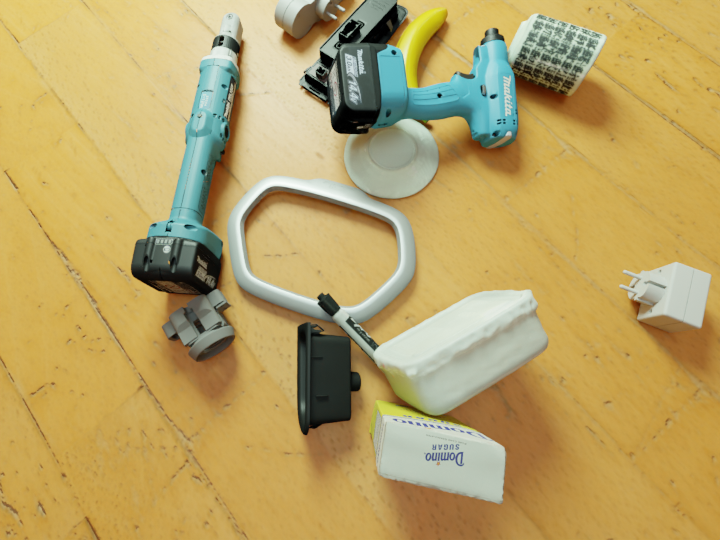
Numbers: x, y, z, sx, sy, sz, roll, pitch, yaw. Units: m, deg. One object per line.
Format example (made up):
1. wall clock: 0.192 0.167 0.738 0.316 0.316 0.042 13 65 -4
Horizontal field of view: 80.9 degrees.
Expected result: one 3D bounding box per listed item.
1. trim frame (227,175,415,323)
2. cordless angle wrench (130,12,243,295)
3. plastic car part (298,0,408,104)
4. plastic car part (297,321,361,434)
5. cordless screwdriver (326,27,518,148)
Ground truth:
1. trim frame: -0.053 -0.035 0.541 0.253 0.027 0.185 16 75 10
2. cordless angle wrench: -0.204 -0.182 0.565 0.075 0.095 0.430 2 70 4
3. plastic car part: -0.007 -0.341 0.617 0.069 0.065 0.202 35 75 17
4. plastic car part: -0.036 0.119 0.479 0.069 0.066 0.118 -1 76 -14
5. cordless screwdriver: 0.084 -0.246 0.545 0.244 0.075 0.160 0 84 -12
